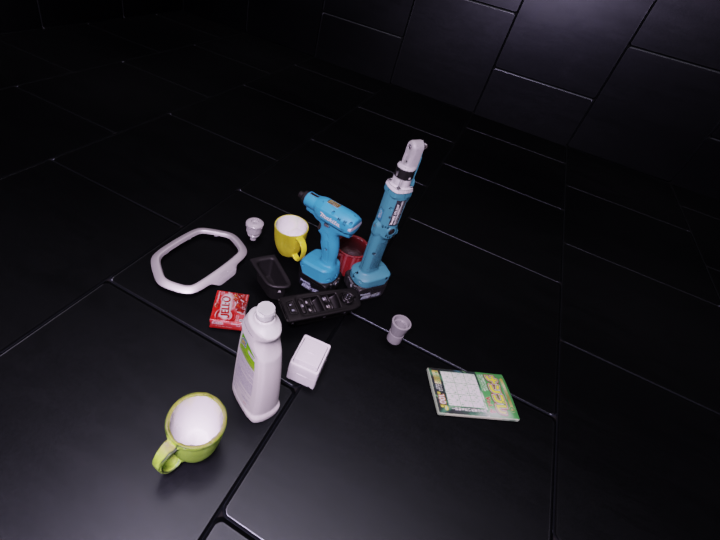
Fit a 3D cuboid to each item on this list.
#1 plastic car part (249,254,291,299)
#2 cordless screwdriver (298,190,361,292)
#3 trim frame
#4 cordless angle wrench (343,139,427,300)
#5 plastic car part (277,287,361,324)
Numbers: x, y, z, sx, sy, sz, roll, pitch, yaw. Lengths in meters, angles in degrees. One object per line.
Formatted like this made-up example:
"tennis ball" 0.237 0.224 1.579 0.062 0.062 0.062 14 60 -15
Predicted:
"plastic car part" -0.213 0.026 1.002 0.064 0.070 0.123 -12 47 -30
"cordless screwdriver" -0.098 -0.064 1.003 0.165 0.244 0.073 34 42 19
"trim frame" -0.396 -0.029 1.046 0.190 0.027 0.245 28 42 16
"cordless angle wrench" 0.058 -0.103 0.960 0.094 0.416 0.078 -9 47 -29
"plastic car part" -0.090 0.088 0.969 0.196 0.066 0.070 -11 47 -27
